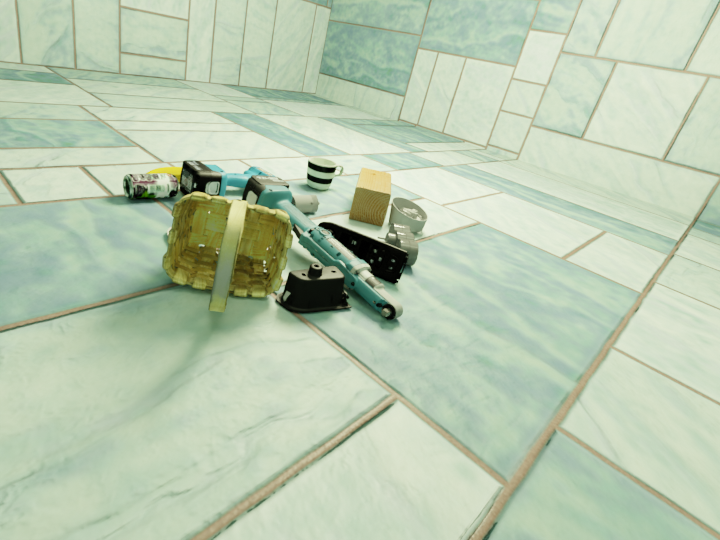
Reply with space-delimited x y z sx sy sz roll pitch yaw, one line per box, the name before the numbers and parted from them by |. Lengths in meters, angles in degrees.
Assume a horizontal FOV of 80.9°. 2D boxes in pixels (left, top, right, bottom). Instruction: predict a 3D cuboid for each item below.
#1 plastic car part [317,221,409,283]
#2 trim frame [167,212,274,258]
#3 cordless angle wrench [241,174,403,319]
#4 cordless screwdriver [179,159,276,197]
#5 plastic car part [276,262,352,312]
plastic car part | -0.003 -0.046 0.851 0.210 0.066 0.065 23 16 18
trim frame | -0.260 -0.078 0.844 0.193 0.027 0.241 26 31 27
cordless angle wrench | -0.078 -0.051 0.803 0.094 0.074 0.446 -7 39 -47
cordless screwdriver | -0.302 -0.211 1.036 0.168 0.073 0.238 32 29 33
plastic car part | -0.071 0.023 0.679 0.111 0.070 0.070 -1 29 -33
